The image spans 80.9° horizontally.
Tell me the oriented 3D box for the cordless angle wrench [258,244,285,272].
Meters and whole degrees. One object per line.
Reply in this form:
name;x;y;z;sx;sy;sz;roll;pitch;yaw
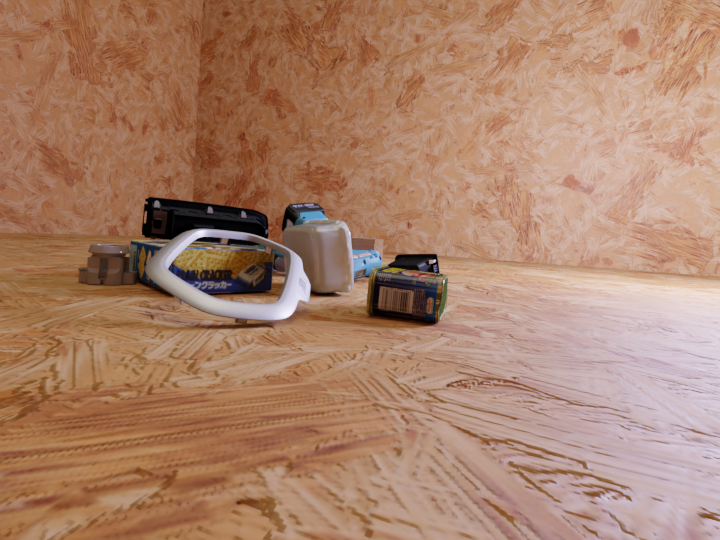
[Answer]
cordless angle wrench;-0.253;-0.044;1.057;0.071;0.097;0.444;2;9;-32

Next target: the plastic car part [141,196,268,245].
plastic car part;-0.236;-0.072;0.675;0.194;0.066;0.070;2;13;-30

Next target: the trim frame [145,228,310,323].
trim frame;-0.148;-0.002;0.511;0.182;0.027;0.254;13;18;-8

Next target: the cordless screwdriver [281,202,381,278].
cordless screwdriver;-0.089;-0.058;0.914;0.153;0.073;0.263;-14;40;-38

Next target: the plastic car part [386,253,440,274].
plastic car part;0.108;0.000;0.942;0.122;0.065;0.068;3;16;43
